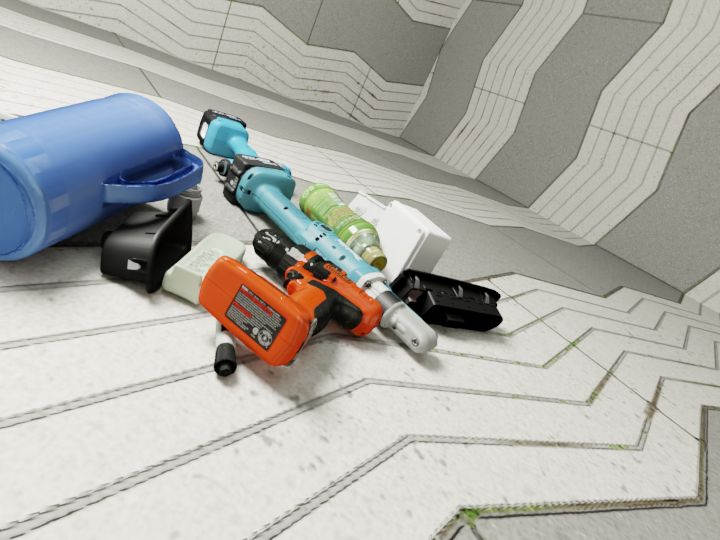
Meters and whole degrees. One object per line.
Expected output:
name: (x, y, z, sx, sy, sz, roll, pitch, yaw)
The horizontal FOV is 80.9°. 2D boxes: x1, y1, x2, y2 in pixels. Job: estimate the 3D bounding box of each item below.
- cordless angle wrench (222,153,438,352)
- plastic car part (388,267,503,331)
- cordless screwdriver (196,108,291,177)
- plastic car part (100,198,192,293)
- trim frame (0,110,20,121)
cordless angle wrench: (-0.058, -0.038, 0.597, 0.093, 0.074, 0.446, -1, 35, -47)
plastic car part: (0.131, 0.049, 0.594, 0.193, 0.066, 0.070, 9, 36, -32)
cordless screwdriver: (-0.262, -0.245, 0.853, 0.151, 0.074, 0.262, 0, 36, -46)
plastic car part: (-0.223, -0.029, 0.432, 0.071, 0.065, 0.118, 8, 26, -1)
trim frame: (-0.464, -0.173, 0.552, 0.244, 0.027, 0.189, 17, 24, -11)
